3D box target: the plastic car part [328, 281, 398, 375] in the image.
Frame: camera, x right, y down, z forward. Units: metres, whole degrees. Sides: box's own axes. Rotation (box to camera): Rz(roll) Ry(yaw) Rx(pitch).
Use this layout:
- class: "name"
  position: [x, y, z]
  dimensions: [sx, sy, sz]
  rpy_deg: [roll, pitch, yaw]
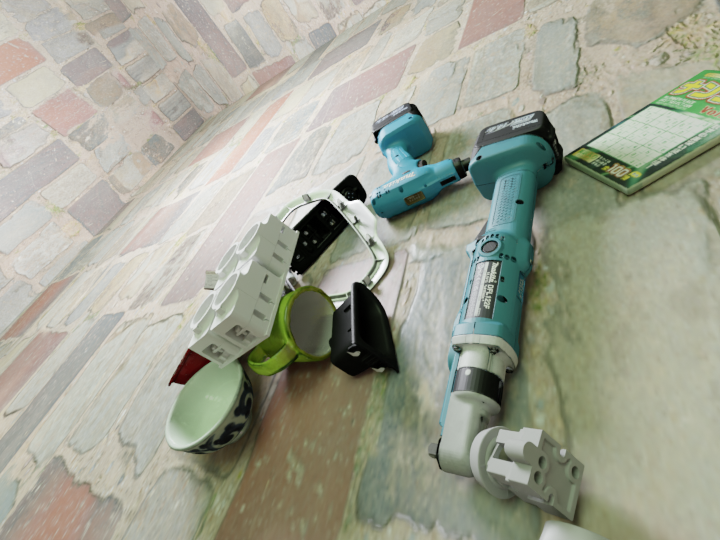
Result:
- class: "plastic car part"
  position: [-0.007, 0.076, 0.499]
  dimensions: [0.071, 0.063, 0.120]
  rpy_deg: [-44, 26, 20]

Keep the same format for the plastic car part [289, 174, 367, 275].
- class: "plastic car part"
  position: [-0.067, -0.084, 0.752]
  dimensions: [0.202, 0.066, 0.068]
  rpy_deg: [-48, 6, -11]

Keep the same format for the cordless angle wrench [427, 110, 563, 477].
- class: "cordless angle wrench"
  position: [0.143, -0.008, 0.440]
  dimensions: [0.102, 0.071, 0.426]
  rpy_deg: [-10, 45, 39]

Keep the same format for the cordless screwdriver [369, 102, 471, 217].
- class: "cordless screwdriver"
  position: [0.095, -0.201, 0.718]
  dimensions: [0.163, 0.070, 0.255]
  rpy_deg: [-23, 39, 24]

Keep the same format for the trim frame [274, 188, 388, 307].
- class: "trim frame"
  position: [-0.064, -0.042, 0.654]
  dimensions: [0.184, 0.026, 0.262]
  rpy_deg: [-32, 49, -3]
